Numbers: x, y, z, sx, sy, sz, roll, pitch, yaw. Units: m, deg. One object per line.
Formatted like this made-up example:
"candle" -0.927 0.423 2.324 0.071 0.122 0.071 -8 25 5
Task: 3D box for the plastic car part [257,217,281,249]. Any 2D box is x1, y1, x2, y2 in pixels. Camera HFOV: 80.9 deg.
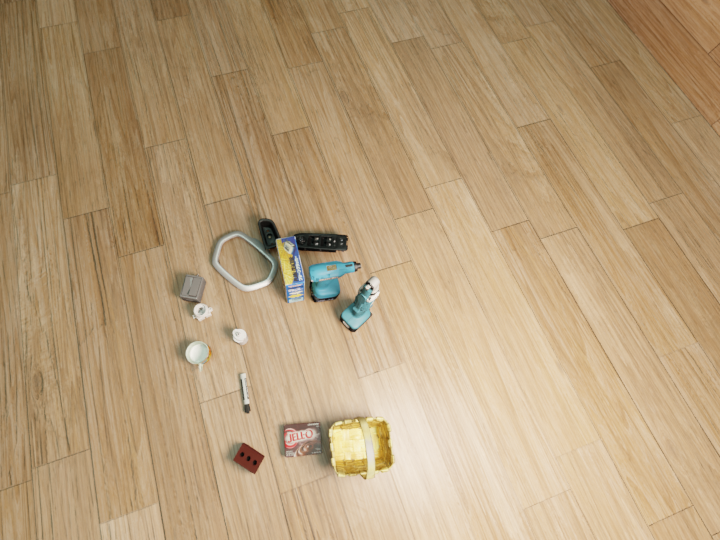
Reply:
"plastic car part" -0.325 -0.125 1.515 0.065 0.070 0.120 -19 71 -12

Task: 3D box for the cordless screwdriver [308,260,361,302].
"cordless screwdriver" -0.089 0.030 1.367 0.157 0.245 0.076 -9 72 -9

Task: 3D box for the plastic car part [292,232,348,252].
"plastic car part" -0.148 -0.097 1.513 0.203 0.066 0.067 5 69 -1

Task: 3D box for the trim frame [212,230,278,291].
"trim frame" -0.409 -0.035 1.497 0.254 0.027 0.183 37 71 12

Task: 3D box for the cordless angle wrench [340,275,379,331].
"cordless angle wrench" 0.008 0.093 1.253 0.097 0.417 0.076 -42 81 -19
